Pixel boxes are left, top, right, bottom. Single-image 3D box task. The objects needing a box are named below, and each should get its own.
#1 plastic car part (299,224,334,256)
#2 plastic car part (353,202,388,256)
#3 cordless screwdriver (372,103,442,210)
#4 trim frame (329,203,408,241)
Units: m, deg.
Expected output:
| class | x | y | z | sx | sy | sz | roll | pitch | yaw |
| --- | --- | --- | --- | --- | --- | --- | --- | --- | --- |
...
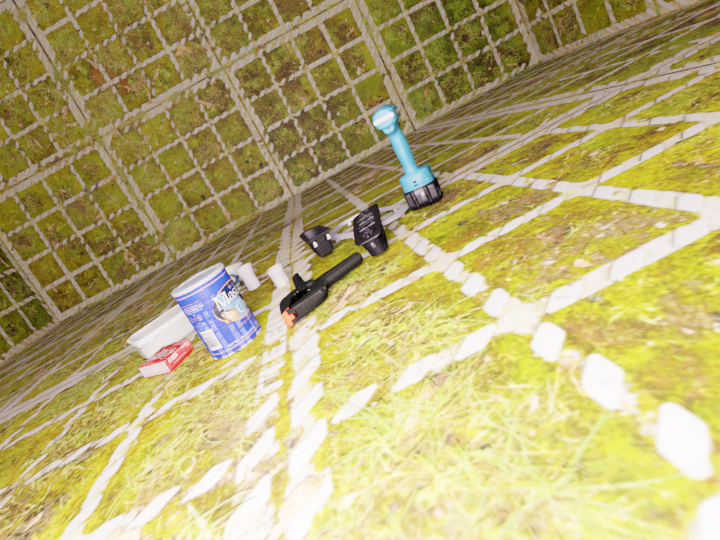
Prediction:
| class | x | y | z | sx | sy | sz | roll | pitch | yaw |
| --- | --- | --- | --- | --- | --- | --- | --- | --- | --- |
| plastic car part | -0.100 | -0.065 | 1.022 | 0.065 | 0.069 | 0.120 | -31 | 16 | -12 |
| plastic car part | 0.022 | -0.079 | 0.878 | 0.067 | 0.065 | 0.206 | -26 | 17 | 10 |
| cordless screwdriver | 0.109 | -0.273 | 0.994 | 0.076 | 0.243 | 0.159 | -23 | 14 | 22 |
| trim frame | 0.015 | -0.122 | 1.075 | 0.181 | 0.027 | 0.259 | -39 | 20 | -31 |
